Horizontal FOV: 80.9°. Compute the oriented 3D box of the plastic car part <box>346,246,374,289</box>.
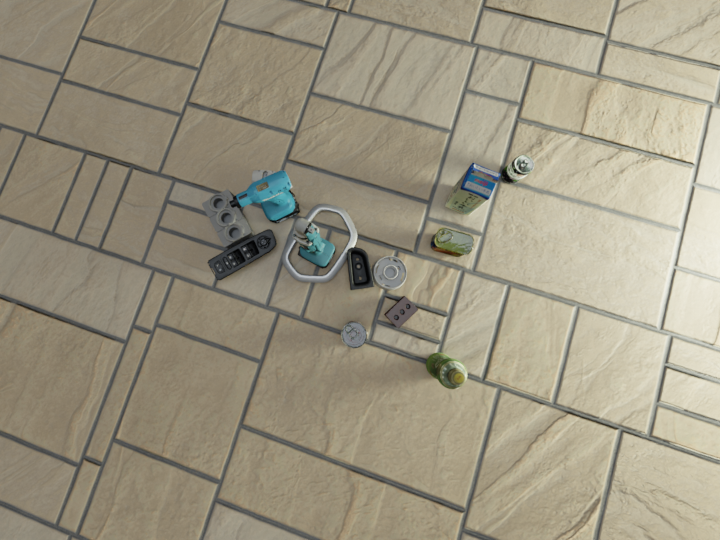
[{"bbox_3d":[-0.004,-0.006,1.184,0.066,0.070,0.118,-9,82,0],"label":"plastic car part"}]

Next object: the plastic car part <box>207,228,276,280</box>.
[{"bbox_3d":[-0.331,-0.046,1.216,0.203,0.066,0.067,-31,83,-1],"label":"plastic car part"}]

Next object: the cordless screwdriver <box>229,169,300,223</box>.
[{"bbox_3d":[-0.251,-0.186,1.141,0.159,0.246,0.075,-24,85,-2],"label":"cordless screwdriver"}]

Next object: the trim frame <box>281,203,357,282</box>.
[{"bbox_3d":[-0.120,-0.078,1.225,0.187,0.027,0.248,31,85,8],"label":"trim frame"}]

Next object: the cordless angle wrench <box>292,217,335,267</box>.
[{"bbox_3d":[-0.121,-0.072,1.027,0.099,0.418,0.074,29,85,2],"label":"cordless angle wrench"}]
